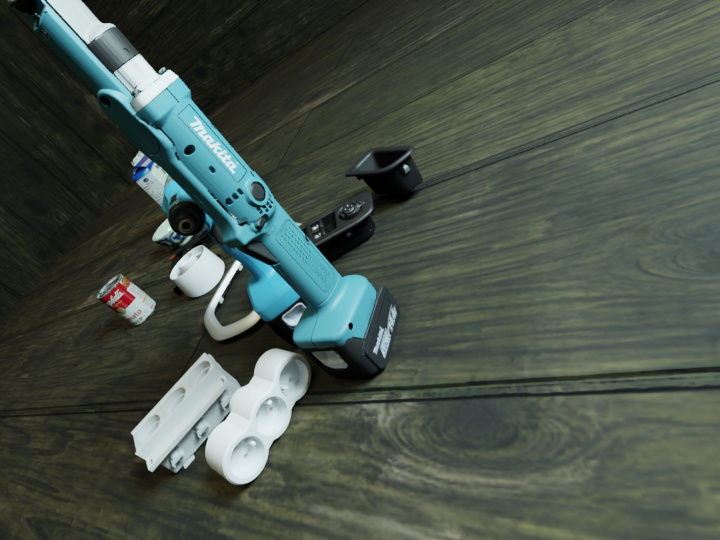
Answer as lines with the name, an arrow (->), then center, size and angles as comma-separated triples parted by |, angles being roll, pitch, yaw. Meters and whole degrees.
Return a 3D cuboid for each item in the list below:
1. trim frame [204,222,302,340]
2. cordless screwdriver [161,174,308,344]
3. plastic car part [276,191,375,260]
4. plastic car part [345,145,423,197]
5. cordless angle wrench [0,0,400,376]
trim frame -> -0.174, 0.011, 0.707 | 0.191, 0.026, 0.250 | -12, 42, 37
cordless screwdriver -> -0.127, -0.009, 0.484 | 0.074, 0.237, 0.167 | -39, 30, 1
plastic car part -> -0.060, -0.039, 0.614 | 0.205, 0.064, 0.069 | -32, 31, 13
plastic car part -> 0.044, -0.140, 0.626 | 0.066, 0.067, 0.123 | -48, 32, -14
cordless angle wrench -> -0.106, -0.058, 0.365 | 0.077, 0.404, 0.099 | -14, 38, 38
